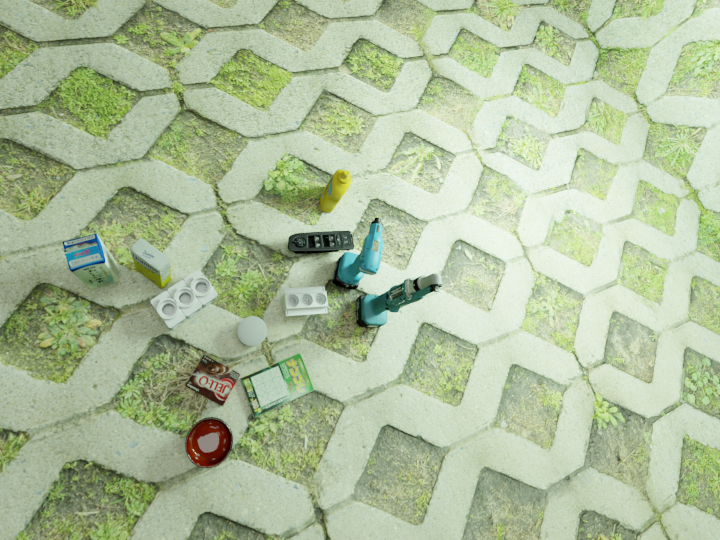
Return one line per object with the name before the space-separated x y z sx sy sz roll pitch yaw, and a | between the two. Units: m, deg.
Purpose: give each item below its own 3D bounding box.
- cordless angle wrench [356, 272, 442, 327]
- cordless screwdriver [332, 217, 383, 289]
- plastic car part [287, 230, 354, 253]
cordless angle wrench | 0.094 0.072 1.101 0.072 0.427 0.100 6 72 -19
cordless screwdriver | -0.001 -0.042 1.211 0.073 0.251 0.161 18 68 -15
plastic car part | -0.126 -0.082 1.290 0.198 0.067 0.068 -2 73 -17
